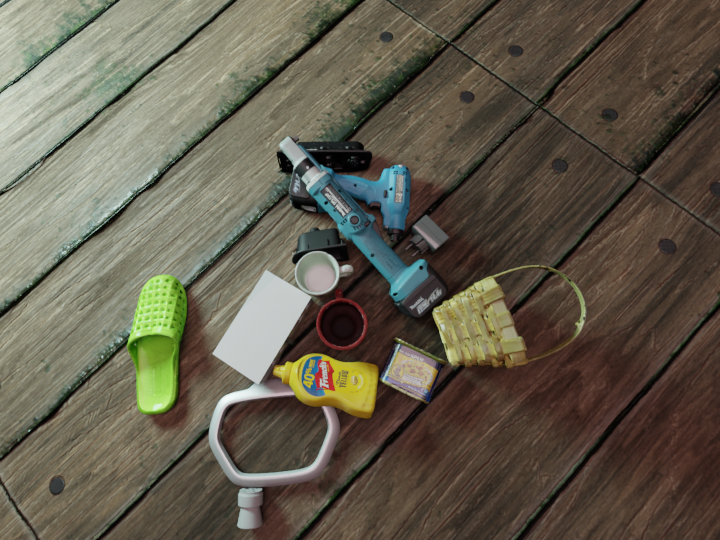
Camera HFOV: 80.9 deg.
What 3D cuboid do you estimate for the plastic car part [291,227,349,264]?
[{"bbox_3d":[-0.085,-0.056,0.870,0.118,0.063,0.073,-4,60,6],"label":"plastic car part"}]

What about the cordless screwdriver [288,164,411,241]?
[{"bbox_3d":[-0.023,-0.146,0.880,0.250,0.073,0.161,5,78,3],"label":"cordless screwdriver"}]

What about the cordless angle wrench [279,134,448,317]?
[{"bbox_3d":[-0.011,-0.093,0.813,0.098,0.074,0.425,-41,87,-4],"label":"cordless angle wrench"}]

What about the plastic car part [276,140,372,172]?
[{"bbox_3d":[-0.076,-0.250,0.923,0.206,0.064,0.068,4,50,7],"label":"plastic car part"}]

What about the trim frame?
[{"bbox_3d":[-0.162,0.300,0.791,0.250,0.027,0.188,-9,75,5],"label":"trim frame"}]
